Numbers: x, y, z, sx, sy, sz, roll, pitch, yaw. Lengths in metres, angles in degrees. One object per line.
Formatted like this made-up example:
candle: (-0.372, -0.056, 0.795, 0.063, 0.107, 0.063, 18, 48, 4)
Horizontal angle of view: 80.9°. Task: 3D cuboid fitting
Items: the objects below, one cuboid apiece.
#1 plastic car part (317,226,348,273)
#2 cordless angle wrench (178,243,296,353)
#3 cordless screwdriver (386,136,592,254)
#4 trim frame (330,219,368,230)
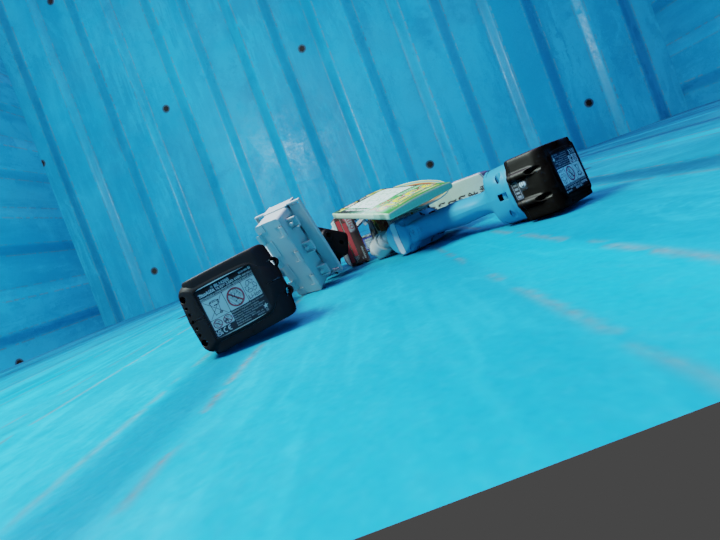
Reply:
plastic car part: (-0.065, -0.042, 0.660, 0.110, 0.067, 0.073, 13, -26, -38)
cordless angle wrench: (-0.143, 0.026, 0.584, 0.097, 0.074, 0.426, -28, 4, -8)
cordless screwdriver: (0.168, -0.092, 0.574, 0.154, 0.074, 0.257, -25, 3, -41)
trim frame: (-0.056, -0.066, 0.938, 0.252, 0.028, 0.179, -39, -5, 42)
